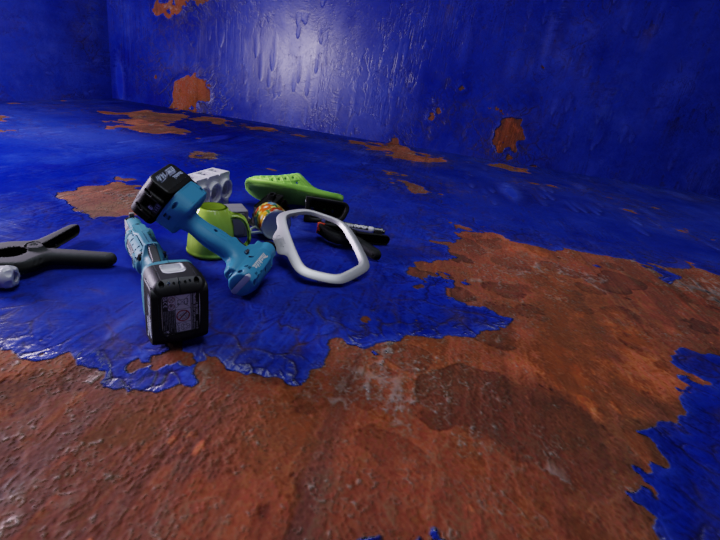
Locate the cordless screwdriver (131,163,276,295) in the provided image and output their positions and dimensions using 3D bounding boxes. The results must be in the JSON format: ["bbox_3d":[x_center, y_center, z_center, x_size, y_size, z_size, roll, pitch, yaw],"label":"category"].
[{"bbox_3d":[-0.256,-0.077,0.738,0.245,0.075,0.160,41,26,-9],"label":"cordless screwdriver"}]

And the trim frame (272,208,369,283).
[{"bbox_3d":[-0.084,-0.055,0.860,0.178,0.027,0.261,0,40,-24],"label":"trim frame"}]

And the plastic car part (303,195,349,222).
[{"bbox_3d":[-0.096,-0.159,1.115,0.113,0.065,0.073,5,9,-16],"label":"plastic car part"}]

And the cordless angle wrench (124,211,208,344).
[{"bbox_3d":[-0.351,-0.020,0.706,0.071,0.096,0.447,-7,24,-34],"label":"cordless angle wrench"}]

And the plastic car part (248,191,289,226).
[{"bbox_3d":[-0.228,-0.157,1.066,0.066,0.066,0.205,15,27,-2],"label":"plastic car part"}]
